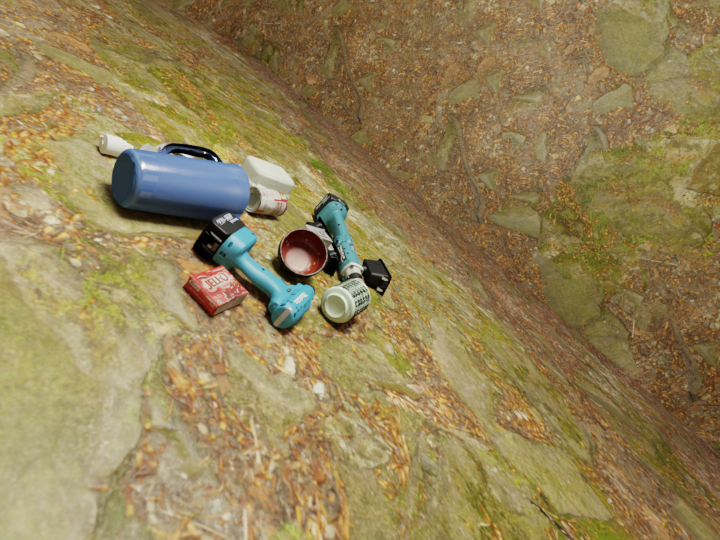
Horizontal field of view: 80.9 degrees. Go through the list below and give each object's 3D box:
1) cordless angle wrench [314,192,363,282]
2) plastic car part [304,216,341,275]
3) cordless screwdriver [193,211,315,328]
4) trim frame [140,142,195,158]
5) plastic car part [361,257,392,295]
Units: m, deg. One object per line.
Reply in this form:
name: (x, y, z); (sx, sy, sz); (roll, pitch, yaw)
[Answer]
cordless angle wrench: (-0.048, -0.064, 1.156); (0.070, 0.098, 0.442); (29, 26, -33)
plastic car part: (-0.109, -0.072, 1.120); (0.065, 0.065, 0.212); (1, 37, -18)
cordless screwdriver: (-0.195, -0.007, 0.832); (0.250, 0.075, 0.157); (43, 21, 2)
trim frame: (-0.426, -0.235, 0.992); (0.178, 0.027, 0.256); (29, 25, -19)
plastic car part: (0.033, 0.007, 1.187); (0.068, 0.065, 0.122); (13, 27, -22)
